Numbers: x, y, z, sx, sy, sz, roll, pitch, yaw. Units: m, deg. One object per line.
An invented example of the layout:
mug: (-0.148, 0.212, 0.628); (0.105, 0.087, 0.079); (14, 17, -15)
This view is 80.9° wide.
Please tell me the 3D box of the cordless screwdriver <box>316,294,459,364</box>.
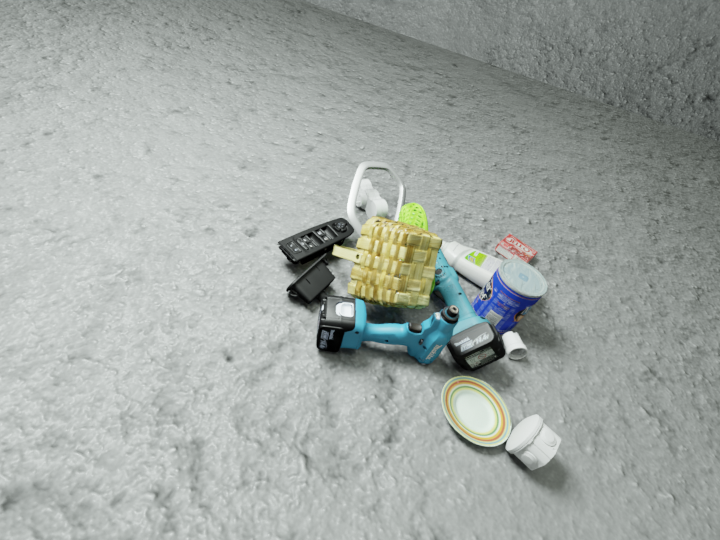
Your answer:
cordless screwdriver: (0.047, 0.100, 0.780); (0.246, 0.156, 0.076); (11, 47, -6)

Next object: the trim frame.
trim frame: (0.047, -0.169, 1.074); (0.176, 0.028, 0.252); (26, 61, -26)

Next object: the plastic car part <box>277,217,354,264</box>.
plastic car part: (-0.094, -0.062, 0.964); (0.070, 0.065, 0.198); (37, 50, 28)

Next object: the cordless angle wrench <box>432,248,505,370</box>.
cordless angle wrench: (0.186, 0.019, 0.959); (0.099, 0.070, 0.441); (-32, 41, 14)

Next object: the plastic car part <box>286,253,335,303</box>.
plastic car part: (-0.097, 0.030, 0.884); (0.071, 0.066, 0.115); (41, 49, 2)
